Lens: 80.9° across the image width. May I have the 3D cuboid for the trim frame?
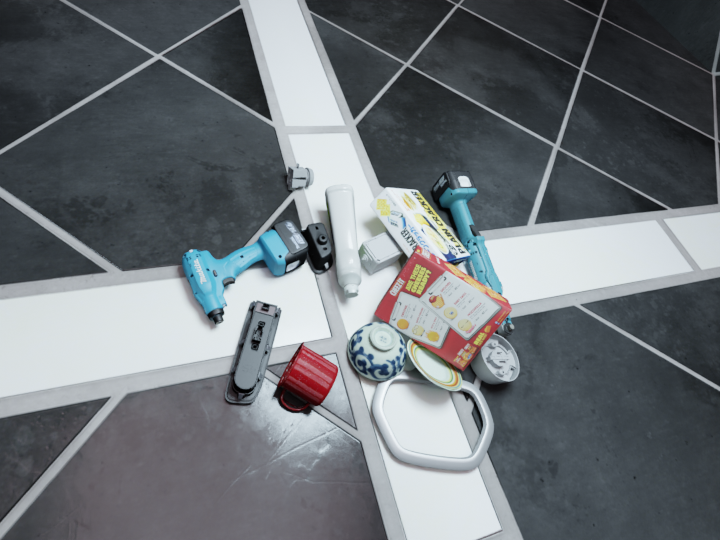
[{"bbox_3d":[0.141,0.279,0.814,0.245,0.027,0.189,8,58,-7],"label":"trim frame"}]

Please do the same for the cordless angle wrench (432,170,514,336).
[{"bbox_3d":[0.279,-0.048,1.023,0.072,0.097,0.436,-3,64,-19],"label":"cordless angle wrench"}]

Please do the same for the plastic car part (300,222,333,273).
[{"bbox_3d":[-0.092,-0.060,0.940,0.064,0.070,0.121,-13,61,-21],"label":"plastic car part"}]

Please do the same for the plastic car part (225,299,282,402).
[{"bbox_3d":[-0.196,0.145,0.793,0.065,0.067,0.207,19,58,-14],"label":"plastic car part"}]

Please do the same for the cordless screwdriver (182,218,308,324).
[{"bbox_3d":[-0.224,-0.001,0.869,0.243,0.073,0.165,-22,67,-21],"label":"cordless screwdriver"}]
